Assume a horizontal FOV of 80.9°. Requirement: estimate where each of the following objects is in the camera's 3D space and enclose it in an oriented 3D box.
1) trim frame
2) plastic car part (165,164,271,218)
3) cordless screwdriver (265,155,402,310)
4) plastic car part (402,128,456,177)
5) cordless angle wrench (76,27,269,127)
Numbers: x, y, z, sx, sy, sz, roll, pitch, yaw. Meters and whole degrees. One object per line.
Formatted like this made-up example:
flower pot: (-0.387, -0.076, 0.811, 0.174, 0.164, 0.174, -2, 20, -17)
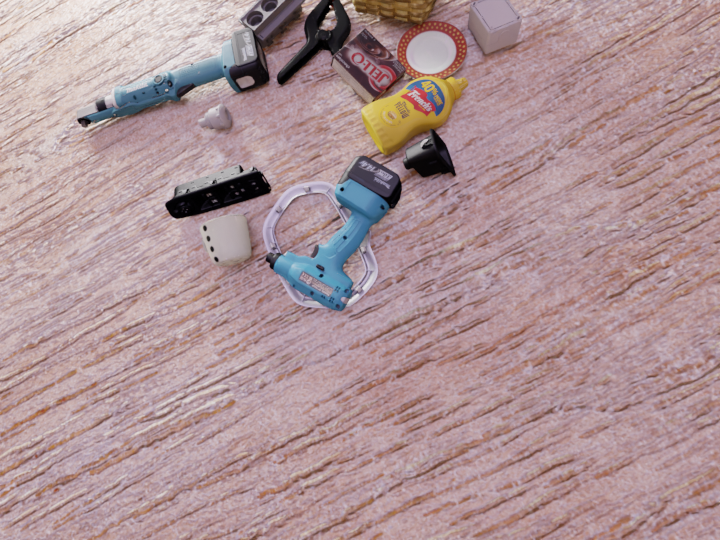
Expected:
trim frame: (-0.074, -0.049, 0.761, 0.184, 0.027, 0.256, -27, 73, 2)
plastic car part: (-0.278, -0.156, 0.804, 0.204, 0.064, 0.069, -20, 67, 5)
cordless screwdriver: (-0.044, -0.074, 0.716, 0.164, 0.072, 0.249, 28, 88, 14)
plastic car part: (0.111, -0.193, 0.723, 0.073, 0.111, 0.067, -21, 76, 27)
cordless angle wrench: (-0.401, -0.379, 0.875, 0.428, 0.072, 0.100, -13, 77, 9)
